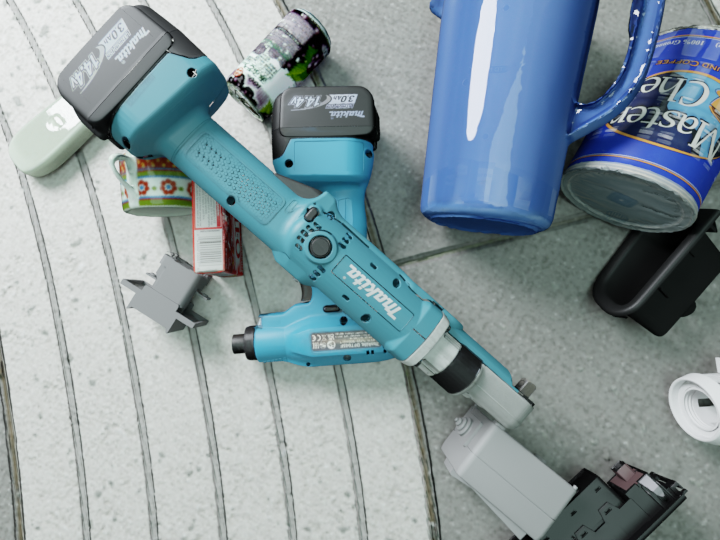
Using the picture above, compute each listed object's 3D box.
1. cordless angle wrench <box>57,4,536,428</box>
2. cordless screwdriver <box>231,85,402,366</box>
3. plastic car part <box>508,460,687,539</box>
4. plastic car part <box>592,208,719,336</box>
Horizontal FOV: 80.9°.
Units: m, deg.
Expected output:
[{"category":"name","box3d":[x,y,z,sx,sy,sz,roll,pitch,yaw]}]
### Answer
[{"category":"cordless angle wrench","box3d":[-0.032,-0.021,0.329,0.421,0.074,0.098,41,88,-2]},{"category":"cordless screwdriver","box3d":[-0.048,-0.037,0.394,0.160,0.074,0.249,-5,88,2]},{"category":"plastic car part","box3d":[0.169,0.232,0.356,0.069,0.064,0.203,43,87,13]},{"category":"plastic car part","box3d":[0.274,0.008,0.381,0.070,0.067,0.116,36,90,-11]}]
